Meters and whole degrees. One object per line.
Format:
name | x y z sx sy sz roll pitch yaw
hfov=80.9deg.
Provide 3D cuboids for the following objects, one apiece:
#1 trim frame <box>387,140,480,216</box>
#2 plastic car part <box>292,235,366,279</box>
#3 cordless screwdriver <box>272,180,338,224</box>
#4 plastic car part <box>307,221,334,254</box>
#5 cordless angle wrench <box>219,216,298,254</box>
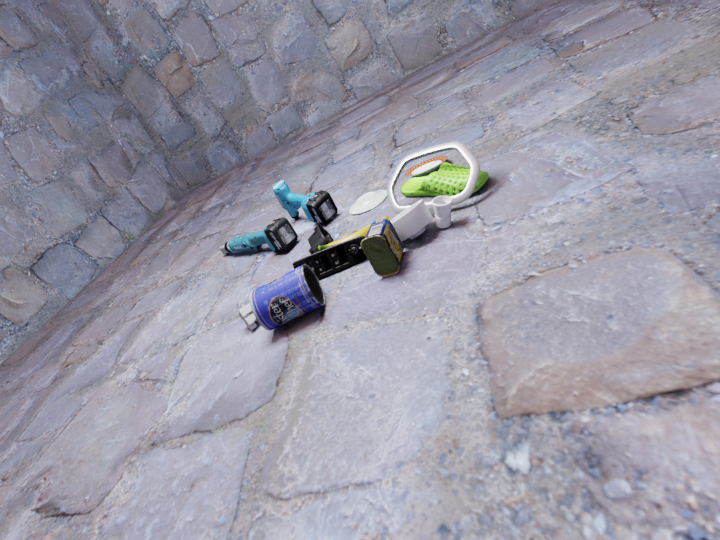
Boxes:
trim frame | 0.172 -0.221 1.040 0.259 0.026 0.187 -7 70 37
plastic car part | -0.064 -0.029 1.055 0.208 0.066 0.065 -21 2 23
cordless screwdriver | -0.184 -0.211 1.419 0.263 0.151 0.074 23 60 42
plastic car part | -0.116 -0.076 1.188 0.071 0.063 0.121 -43 28 12
cordless angle wrench | -0.382 -0.099 1.467 0.442 0.095 0.073 -6 32 46
